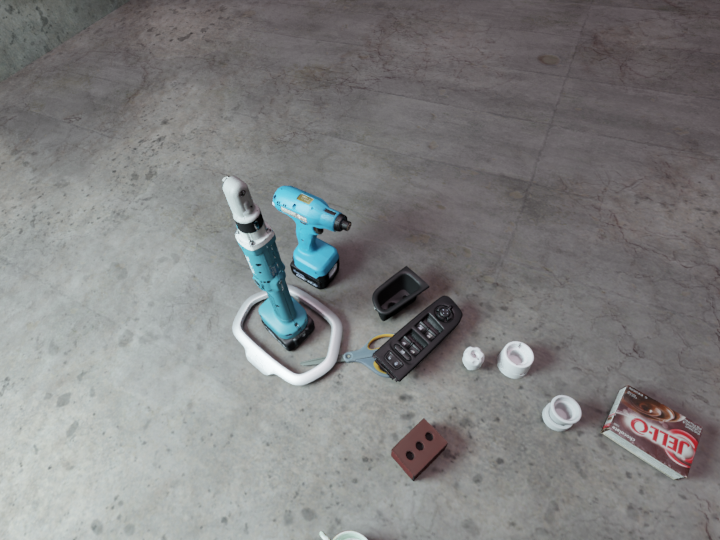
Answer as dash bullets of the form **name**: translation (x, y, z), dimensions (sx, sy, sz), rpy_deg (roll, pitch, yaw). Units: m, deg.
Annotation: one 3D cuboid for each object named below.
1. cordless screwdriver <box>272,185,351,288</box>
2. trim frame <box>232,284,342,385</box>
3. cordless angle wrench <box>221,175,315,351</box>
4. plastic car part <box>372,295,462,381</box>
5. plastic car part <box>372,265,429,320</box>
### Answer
- **cordless screwdriver**: translation (-0.083, -0.055, 0.853), dimensions (0.166, 0.239, 0.074), rpy_deg (27, 60, 22)
- **trim frame**: translation (-0.151, 0.125, 0.863), dimensions (0.260, 0.026, 0.182), rpy_deg (31, 63, 26)
- **cordless angle wrench**: translation (-0.155, 0.004, 0.715), dimensions (0.103, 0.407, 0.073), rpy_deg (38, 64, 26)
- **plastic car part**: translation (0.115, 0.129, 0.798), dimensions (0.200, 0.064, 0.070), rpy_deg (-39, 60, -20)
- **plastic car part**: translation (0.072, 0.058, 0.855), dimensions (0.115, 0.068, 0.069), rpy_deg (-35, 58, -18)
